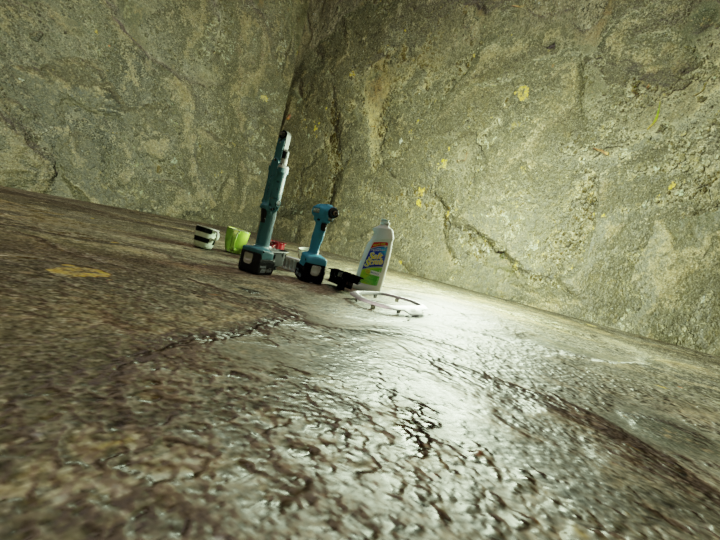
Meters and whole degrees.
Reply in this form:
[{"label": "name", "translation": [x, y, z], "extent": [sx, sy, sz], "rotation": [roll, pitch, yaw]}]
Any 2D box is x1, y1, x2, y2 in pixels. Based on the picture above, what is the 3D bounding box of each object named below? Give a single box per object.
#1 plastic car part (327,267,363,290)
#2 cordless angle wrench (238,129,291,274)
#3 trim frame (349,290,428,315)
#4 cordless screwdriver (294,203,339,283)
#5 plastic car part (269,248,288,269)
[{"label": "plastic car part", "translation": [-0.057, 0.026, 1.311], "extent": [0.064, 0.067, 0.209], "rotation": [12, 4, -19]}, {"label": "cordless angle wrench", "translation": [-0.263, -0.200, 1.238], "extent": [0.077, 0.422, 0.094], "rotation": [14, 2, 24]}, {"label": "trim frame", "translation": [0.079, 0.089, 1.169], "extent": [0.194, 0.027, 0.235], "rotation": [17, 5, 41]}, {"label": "cordless screwdriver", "translation": [-0.128, -0.084, 1.308], "extent": [0.071, 0.248, 0.166], "rotation": [12, 3, -25]}, {"label": "plastic car part", "translation": [-0.290, -0.037, 1.404], "extent": [0.069, 0.071, 0.111], "rotation": [15, 4, 33]}]
